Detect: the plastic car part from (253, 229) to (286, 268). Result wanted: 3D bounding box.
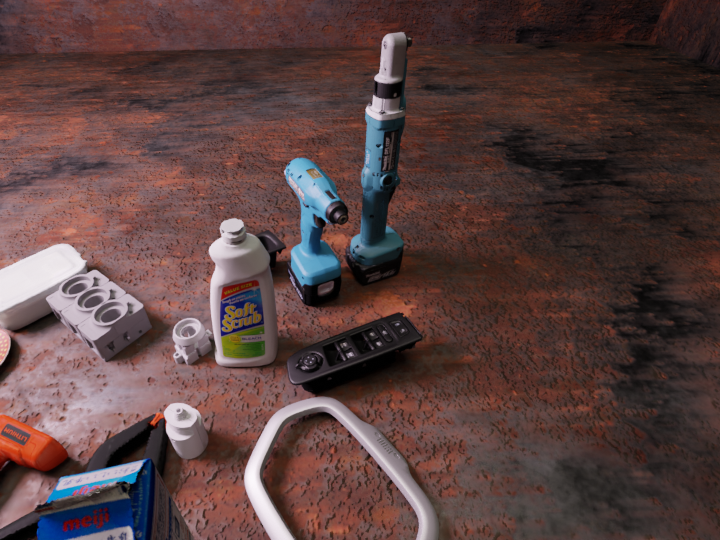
[{"bbox_3d":[-0.204,-0.018,0.796,0.114,0.069,0.070,-28,48,-28],"label":"plastic car part"}]

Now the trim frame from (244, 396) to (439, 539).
[{"bbox_3d":[-0.026,0.261,0.505,0.180,0.027,0.262,-30,49,-30],"label":"trim frame"}]

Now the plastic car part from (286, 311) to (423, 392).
[{"bbox_3d":[-0.013,0.127,0.629,0.199,0.065,0.070,-15,43,-17],"label":"plastic car part"}]

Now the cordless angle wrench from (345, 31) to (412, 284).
[{"bbox_3d":[0.034,-0.159,0.694,0.096,0.410,0.078,-15,44,-21],"label":"cordless angle wrench"}]

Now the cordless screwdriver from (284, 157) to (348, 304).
[{"bbox_3d":[-0.068,-0.044,0.692,0.072,0.241,0.168,-17,44,-22],"label":"cordless screwdriver"}]
